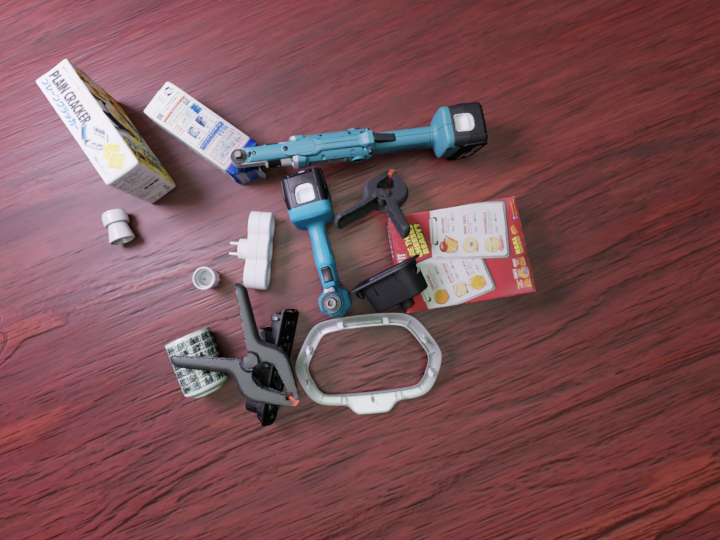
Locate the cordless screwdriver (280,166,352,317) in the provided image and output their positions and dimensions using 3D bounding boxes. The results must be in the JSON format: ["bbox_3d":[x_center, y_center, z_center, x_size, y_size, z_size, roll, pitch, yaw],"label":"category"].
[{"bbox_3d":[-0.068,-0.045,0.697,0.075,0.157,0.251,-16,84,1],"label":"cordless screwdriver"}]

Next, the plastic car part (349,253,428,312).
[{"bbox_3d":[0.055,0.030,0.675,0.119,0.064,0.071,-25,93,29],"label":"plastic car part"}]

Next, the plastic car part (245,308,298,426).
[{"bbox_3d":[-0.159,0.165,0.731,0.068,0.065,0.204,6,85,10],"label":"plastic car part"}]

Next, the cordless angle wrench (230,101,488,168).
[{"bbox_3d":[-0.006,-0.213,0.715,0.420,0.098,0.075,-8,87,-5],"label":"cordless angle wrench"}]

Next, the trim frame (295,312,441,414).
[{"bbox_3d":[0.013,0.160,0.717,0.249,0.028,0.180,-6,107,2],"label":"trim frame"}]
